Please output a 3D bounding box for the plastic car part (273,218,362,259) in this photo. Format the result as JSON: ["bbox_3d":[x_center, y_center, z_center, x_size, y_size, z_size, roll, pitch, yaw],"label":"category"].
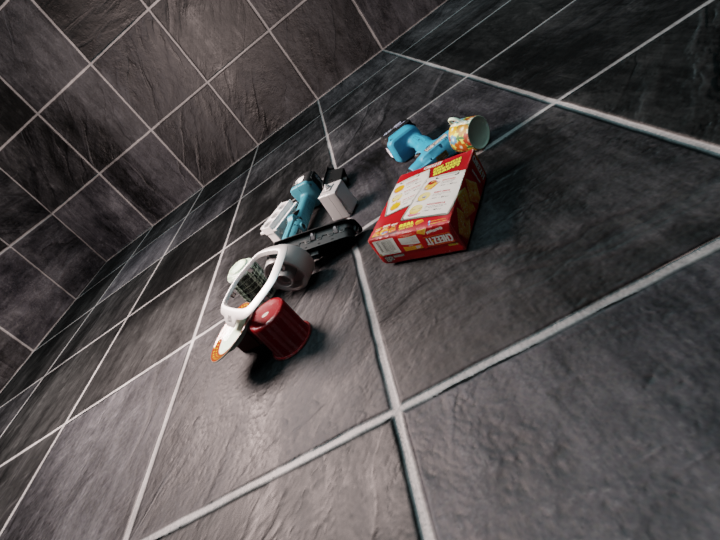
[{"bbox_3d":[-0.093,-0.061,0.949,0.205,0.063,0.070,-20,43,10],"label":"plastic car part"}]

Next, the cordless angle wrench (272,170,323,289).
[{"bbox_3d":[-0.171,-0.111,1.128,0.076,0.093,0.431,-24,36,29],"label":"cordless angle wrench"}]

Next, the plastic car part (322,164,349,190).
[{"bbox_3d":[-0.068,-0.263,1.248,0.072,0.063,0.119,-14,38,16],"label":"plastic car part"}]

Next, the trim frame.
[{"bbox_3d":[-0.215,0.027,0.841,0.259,0.026,0.184,-2,54,57],"label":"trim frame"}]

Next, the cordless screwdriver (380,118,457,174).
[{"bbox_3d":[0.125,-0.294,1.044,0.159,0.071,0.261,-40,32,-1],"label":"cordless screwdriver"}]
